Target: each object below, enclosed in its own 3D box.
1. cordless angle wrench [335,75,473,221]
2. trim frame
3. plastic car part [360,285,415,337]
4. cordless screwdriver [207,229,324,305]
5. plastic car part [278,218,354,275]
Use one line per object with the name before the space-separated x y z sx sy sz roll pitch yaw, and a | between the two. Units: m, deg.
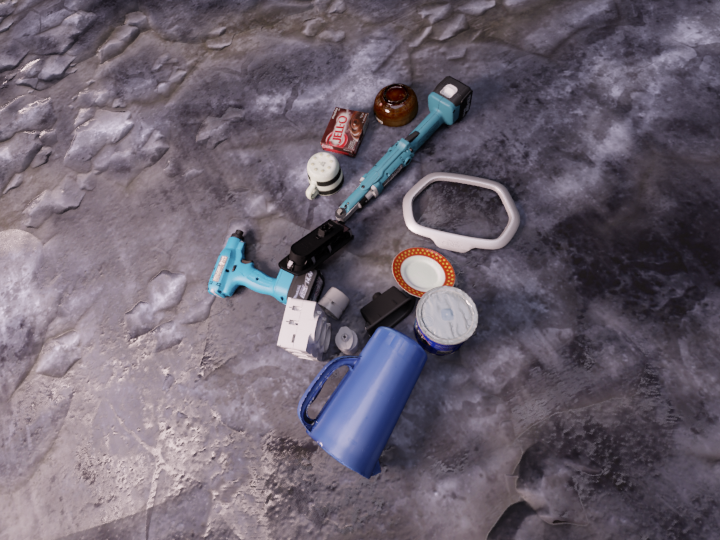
cordless angle wrench | 0.091 -0.268 0.979 0.077 0.094 0.422 41 84 19
trim frame | 0.217 -0.130 0.928 0.254 0.026 0.186 13 70 13
plastic car part | 0.047 0.078 0.860 0.116 0.063 0.075 -39 55 -11
cordless screwdriver | -0.203 -0.002 0.926 0.256 0.071 0.161 10 70 17
plastic car part | -0.087 -0.057 0.885 0.068 0.066 0.200 36 50 13
